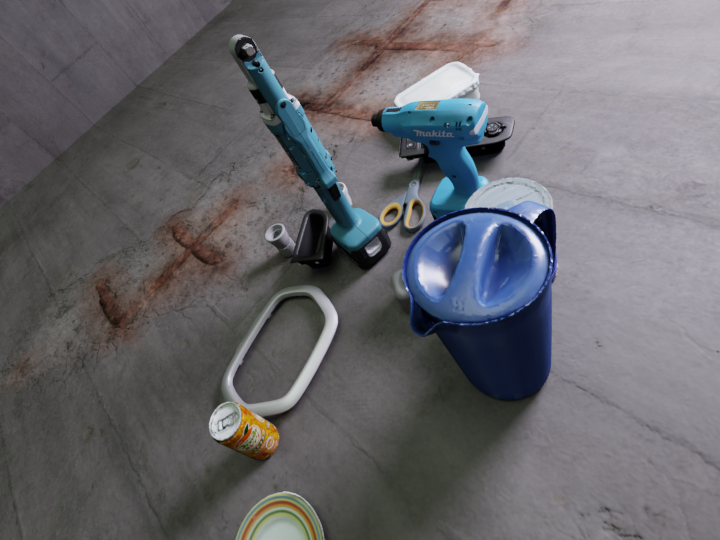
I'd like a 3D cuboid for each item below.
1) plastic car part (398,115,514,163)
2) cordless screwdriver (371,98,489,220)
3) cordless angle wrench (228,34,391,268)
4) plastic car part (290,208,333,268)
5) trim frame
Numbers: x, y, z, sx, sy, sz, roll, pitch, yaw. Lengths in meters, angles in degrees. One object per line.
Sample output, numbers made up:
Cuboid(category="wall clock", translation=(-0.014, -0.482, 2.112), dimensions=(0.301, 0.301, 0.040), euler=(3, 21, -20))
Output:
Cuboid(category="plastic car part", translation=(0.178, -0.235, 0.787), dimensions=(0.211, 0.063, 0.067), euler=(-5, 54, 27))
Cuboid(category="cordless screwdriver", translation=(0.121, -0.148, 0.634), dimensions=(0.168, 0.235, 0.074), euler=(15, 63, 36))
Cuboid(category="cordless angle wrench", translation=(-0.067, -0.155, 0.633), dimensions=(0.074, 0.400, 0.104), euler=(-42, 47, -7))
Cuboid(category="plastic car part", translation=(-0.077, -0.050, 0.788), dimensions=(0.068, 0.067, 0.119), euler=(-7, 53, 25))
Cuboid(category="trim frame", translation=(-0.137, 0.129, 0.714), dimensions=(0.194, 0.026, 0.249), euler=(10, 62, 35))
